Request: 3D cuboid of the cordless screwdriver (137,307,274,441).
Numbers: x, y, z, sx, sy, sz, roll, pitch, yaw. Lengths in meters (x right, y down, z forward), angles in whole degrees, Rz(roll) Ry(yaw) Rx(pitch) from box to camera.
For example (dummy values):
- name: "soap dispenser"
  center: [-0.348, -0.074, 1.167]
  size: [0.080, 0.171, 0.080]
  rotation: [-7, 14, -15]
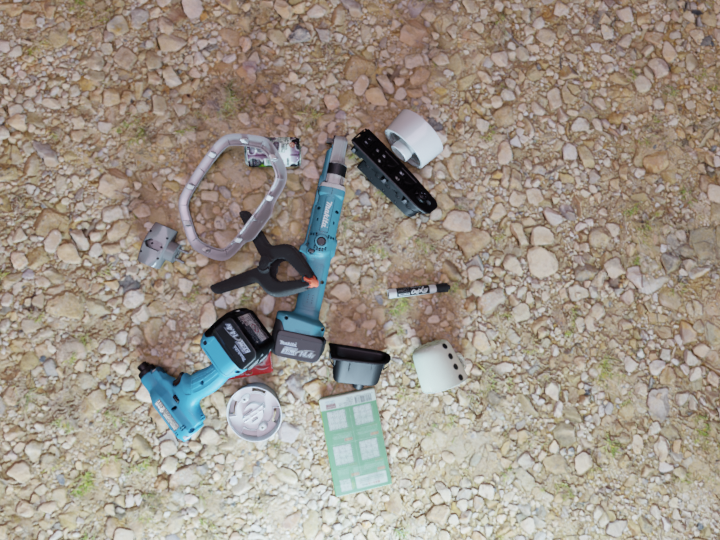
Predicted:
- name: "cordless screwdriver"
  center: [-0.278, 0.161, 0.733]
  size: [0.250, 0.072, 0.163]
  rotation: [-46, 79, 14]

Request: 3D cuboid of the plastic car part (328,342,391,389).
- name: "plastic car part"
  center: [-0.006, 0.183, 0.782]
  size: [0.115, 0.067, 0.070]
  rotation: [12, 102, -7]

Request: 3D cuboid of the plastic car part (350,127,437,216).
- name: "plastic car part"
  center: [0.056, -0.173, 0.802]
  size: [0.203, 0.067, 0.065]
  rotation: [42, 40, 1]

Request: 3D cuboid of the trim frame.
- name: "trim frame"
  center: [-0.238, -0.135, 0.768]
  size: [0.189, 0.027, 0.249]
  rotation: [43, 101, 13]

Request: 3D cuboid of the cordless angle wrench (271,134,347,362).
- name: "cordless angle wrench"
  center: [-0.077, -0.050, 0.788]
  size: [0.097, 0.074, 0.425]
  rotation: [12, 83, -4]
